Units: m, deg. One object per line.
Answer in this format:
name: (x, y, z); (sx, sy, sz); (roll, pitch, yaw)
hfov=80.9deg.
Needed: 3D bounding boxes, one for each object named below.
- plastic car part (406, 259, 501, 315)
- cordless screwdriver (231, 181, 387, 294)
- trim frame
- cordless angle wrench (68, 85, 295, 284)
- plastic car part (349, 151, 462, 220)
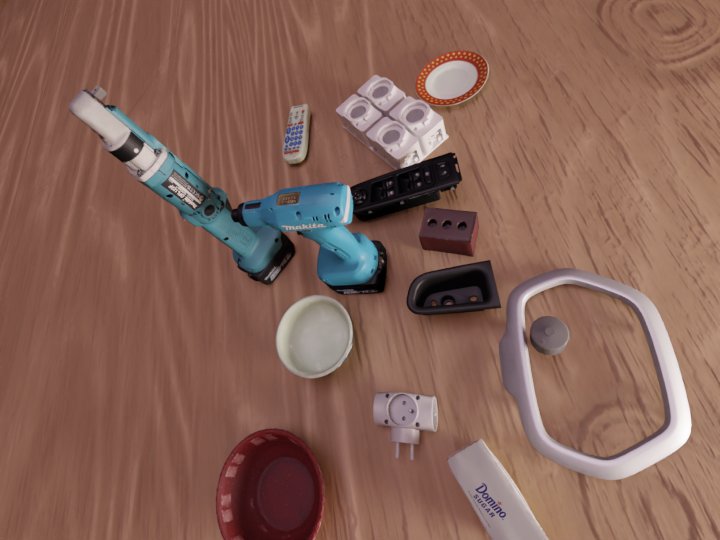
plastic car part: (0.127, 0.036, 0.586); (0.119, 0.067, 0.068); (-11, 63, 18)
cordless screwdriver: (-0.059, -0.039, 0.603); (0.164, 0.236, 0.076); (-2, 66, 21)
trim frame: (0.269, 0.112, 0.512); (0.190, 0.026, 0.254); (-8, 63, 20)
cordless angle wrench: (-0.229, -0.098, 0.608); (0.078, 0.402, 0.098); (33, 82, 30)
plastic car part: (0.061, -0.128, 0.695); (0.208, 0.063, 0.068); (-12, 63, 18)
